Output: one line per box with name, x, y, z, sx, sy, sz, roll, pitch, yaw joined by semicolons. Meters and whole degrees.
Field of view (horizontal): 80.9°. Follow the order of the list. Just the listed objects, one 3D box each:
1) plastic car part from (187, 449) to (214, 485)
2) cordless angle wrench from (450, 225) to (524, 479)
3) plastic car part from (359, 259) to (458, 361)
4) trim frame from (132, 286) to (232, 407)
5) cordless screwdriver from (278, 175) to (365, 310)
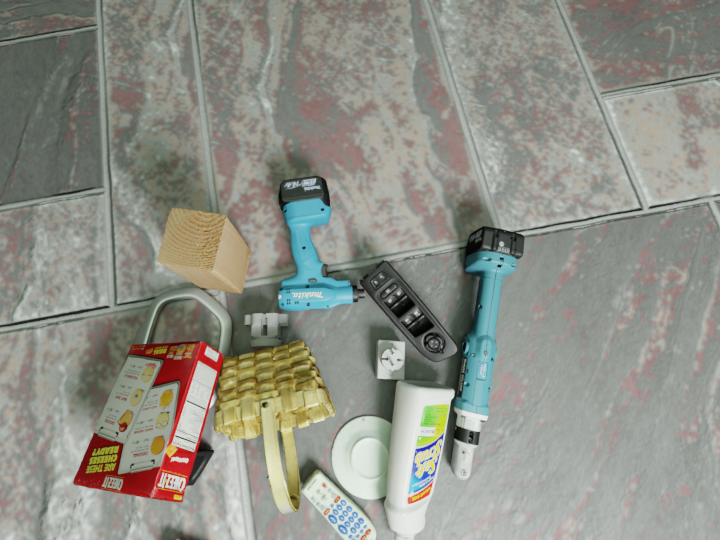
plastic car part;-0.310;0.308;0.696;0.074;0.111;0.066;25;77;28
cordless angle wrench;0.206;0.137;0.734;0.074;0.097;0.426;12;79;-2
plastic car part;0.089;0.076;0.763;0.066;0.065;0.207;-42;79;9
trim frame;-0.334;0.153;0.776;0.185;0.027;0.251;7;77;3
cordless screwdriver;-0.078;-0.051;0.802;0.159;0.073;0.252;-4;79;-1
